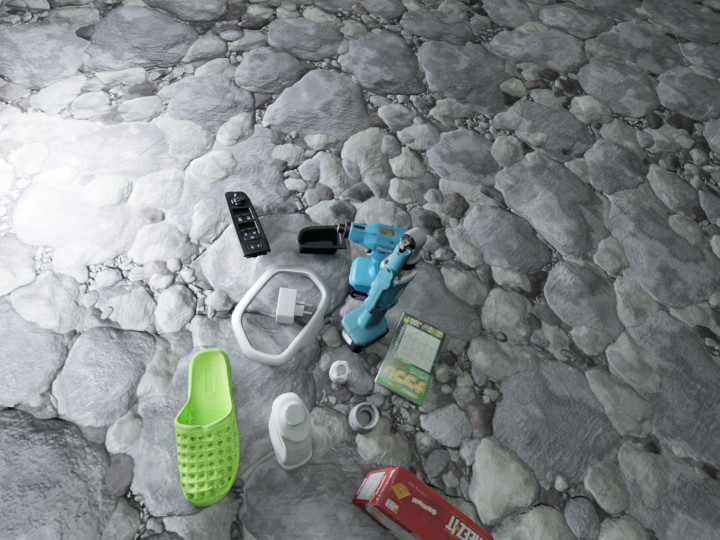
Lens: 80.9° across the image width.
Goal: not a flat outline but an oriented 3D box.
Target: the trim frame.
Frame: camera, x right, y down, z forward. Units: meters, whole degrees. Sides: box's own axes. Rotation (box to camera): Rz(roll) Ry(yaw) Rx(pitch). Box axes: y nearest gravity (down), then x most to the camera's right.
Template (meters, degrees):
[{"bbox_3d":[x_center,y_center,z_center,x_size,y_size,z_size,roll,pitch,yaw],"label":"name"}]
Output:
[{"bbox_3d":[-0.171,0.092,0.939,0.188,0.027,0.248,30,61,10],"label":"trim frame"}]

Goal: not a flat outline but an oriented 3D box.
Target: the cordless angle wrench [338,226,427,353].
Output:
[{"bbox_3d":[0.041,0.043,0.767,0.096,0.417,0.077,-28,71,-24],"label":"cordless angle wrench"}]

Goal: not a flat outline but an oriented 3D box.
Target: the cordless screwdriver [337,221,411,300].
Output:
[{"bbox_3d":[0.015,-0.020,0.900,0.159,0.245,0.076,14,60,-3],"label":"cordless screwdriver"}]

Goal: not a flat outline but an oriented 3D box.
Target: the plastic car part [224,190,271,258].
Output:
[{"bbox_3d":[-0.277,-0.108,1.020,0.065,0.066,0.211,-17,64,-18],"label":"plastic car part"}]

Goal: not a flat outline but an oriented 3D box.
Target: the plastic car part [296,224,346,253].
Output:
[{"bbox_3d":[-0.099,-0.065,1.014,0.115,0.070,0.068,-3,62,-10],"label":"plastic car part"}]
